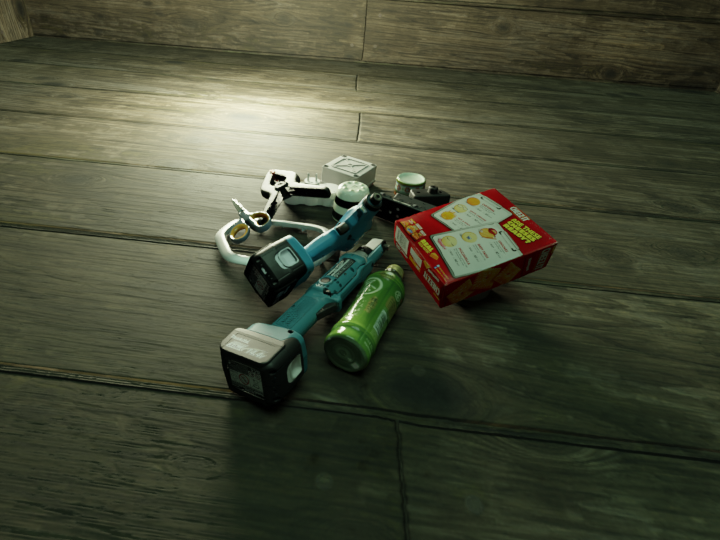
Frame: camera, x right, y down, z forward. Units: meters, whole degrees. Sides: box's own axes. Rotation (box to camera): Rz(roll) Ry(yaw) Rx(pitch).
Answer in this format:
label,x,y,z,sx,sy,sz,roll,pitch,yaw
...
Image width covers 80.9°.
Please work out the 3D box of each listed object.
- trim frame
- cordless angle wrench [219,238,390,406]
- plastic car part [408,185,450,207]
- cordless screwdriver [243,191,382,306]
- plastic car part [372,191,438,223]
label,x,y,z,sx,sy,sz,roll,pitch,yaw
trim frame,-0.170,-0.058,0.852,0.250,0.027,0.188,4,37,2
cordless angle wrench,-0.054,0.040,0.691,0.102,0.072,0.417,10,32,25
plastic car part,0.158,-0.165,0.993,0.115,0.069,0.069,-4,38,-8
cordless screwdriver,-0.070,-0.046,0.716,0.243,0.160,0.075,-34,83,-36
plastic car part,0.126,-0.122,0.929,0.213,0.064,0.066,28,49,27
